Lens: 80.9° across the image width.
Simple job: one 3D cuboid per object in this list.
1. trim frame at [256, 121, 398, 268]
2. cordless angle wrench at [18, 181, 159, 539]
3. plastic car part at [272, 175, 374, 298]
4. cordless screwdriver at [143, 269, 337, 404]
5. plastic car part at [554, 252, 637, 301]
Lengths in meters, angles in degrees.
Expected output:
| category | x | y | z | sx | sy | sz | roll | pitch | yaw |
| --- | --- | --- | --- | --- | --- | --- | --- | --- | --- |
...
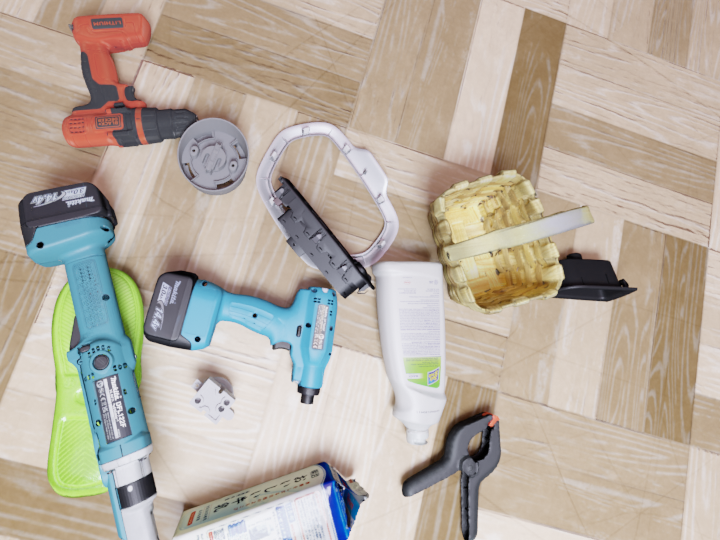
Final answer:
| category | x | y | z | sx | sy | sz | roll | pitch | yaw |
| --- | --- | --- | --- | --- | --- | --- | --- | --- | --- |
| trim frame | -0.047 | -0.115 | 0.645 | 0.182 | 0.027 | 0.251 | -32 | 85 | -13 |
| cordless angle wrench | -0.295 | 0.106 | 0.487 | 0.096 | 0.075 | 0.431 | -17 | 77 | -20 |
| plastic car part | -0.058 | -0.038 | 0.589 | 0.067 | 0.066 | 0.203 | -43 | 89 | -3 |
| cordless screwdriver | -0.158 | 0.088 | 0.572 | 0.244 | 0.075 | 0.160 | 9 | 80 | -11 |
| plastic car part | 0.352 | 0.008 | 0.669 | 0.116 | 0.065 | 0.072 | 6 | 66 | -5 |
